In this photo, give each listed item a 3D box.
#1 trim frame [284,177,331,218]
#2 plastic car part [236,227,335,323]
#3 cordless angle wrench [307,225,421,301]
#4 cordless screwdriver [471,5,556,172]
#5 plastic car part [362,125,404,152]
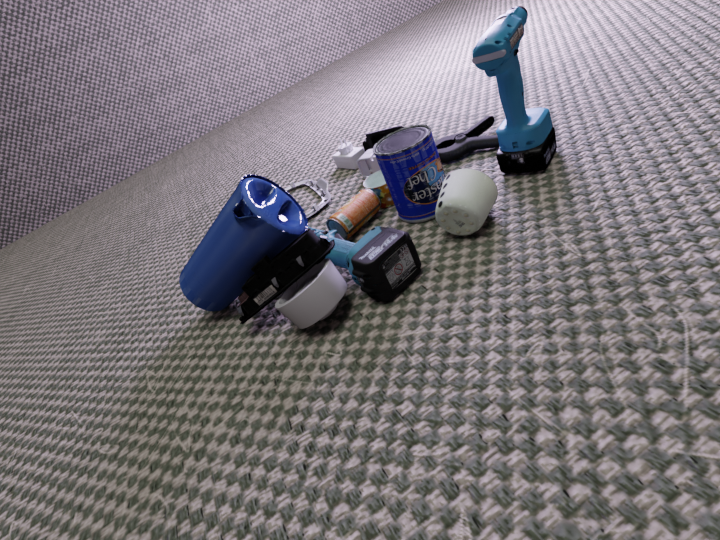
[{"bbox_3d":[-0.164,-0.173,1.049,0.183,0.026,0.260,-31,30,-6],"label":"trim frame"},{"bbox_3d":[-0.125,0.000,0.666,0.206,0.066,0.066,-33,7,19],"label":"plastic car part"},{"bbox_3d":[-0.076,-0.049,0.772,0.097,0.071,0.446,-41,32,-21],"label":"cordless angle wrench"},{"bbox_3d":[0.263,-0.295,0.699,0.078,0.237,0.158,4,47,42],"label":"cordless screwdriver"},{"bbox_3d":[0.054,-0.319,1.062,0.114,0.065,0.074,-24,13,-26],"label":"plastic car part"}]
